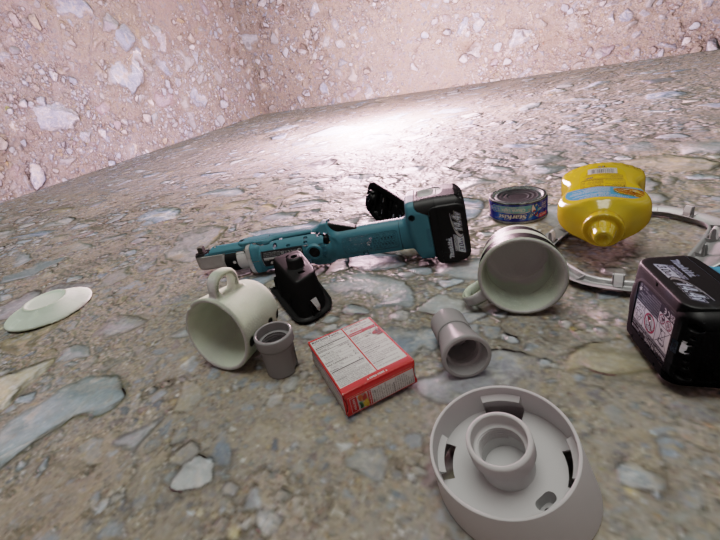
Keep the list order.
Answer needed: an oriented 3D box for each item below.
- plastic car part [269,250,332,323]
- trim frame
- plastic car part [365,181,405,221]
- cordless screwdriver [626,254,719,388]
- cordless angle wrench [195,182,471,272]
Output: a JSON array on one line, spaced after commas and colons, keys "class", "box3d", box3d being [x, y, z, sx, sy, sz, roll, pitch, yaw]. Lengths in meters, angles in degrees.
[{"class": "plastic car part", "box3d": [-0.081, 0.010, 0.551, 0.065, 0.069, 0.122, -21, 25, -17]}, {"class": "trim frame", "box3d": [0.334, -0.039, 0.520, 0.242, 0.027, 0.195, -27, 32, -30]}, {"class": "plastic car part", "box3d": [0.060, -0.111, 0.735, 0.065, 0.065, 0.212, -9, 25, -18]}, {"class": "cordless screwdriver", "box3d": [0.358, 0.045, 0.304, 0.252, 0.072, 0.162, -4, 27, 7]}, {"class": "cordless angle wrench", "box3d": [-0.062, -0.041, 0.634, 0.434, 0.095, 0.075, -8, 25, 17]}]
